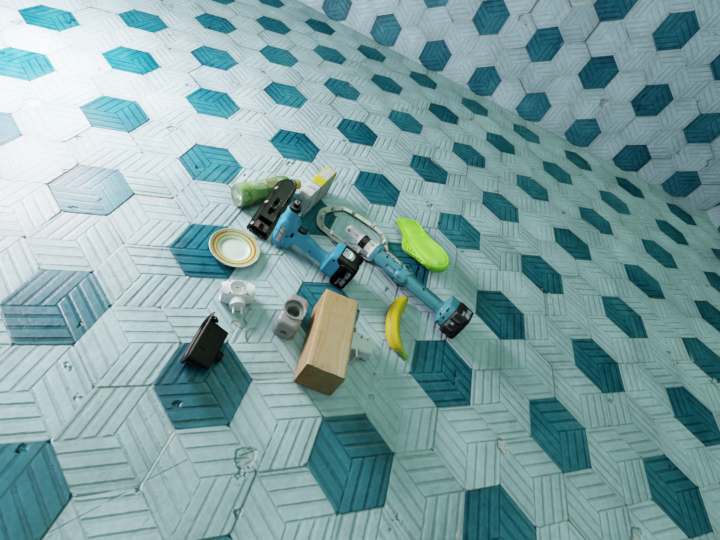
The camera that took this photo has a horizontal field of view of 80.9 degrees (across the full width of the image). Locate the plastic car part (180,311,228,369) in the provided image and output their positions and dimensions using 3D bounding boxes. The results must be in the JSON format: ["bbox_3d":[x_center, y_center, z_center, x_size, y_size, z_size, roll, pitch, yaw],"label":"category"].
[{"bbox_3d":[-0.314,0.157,0.873,0.069,0.067,0.118,32,44,-19],"label":"plastic car part"}]

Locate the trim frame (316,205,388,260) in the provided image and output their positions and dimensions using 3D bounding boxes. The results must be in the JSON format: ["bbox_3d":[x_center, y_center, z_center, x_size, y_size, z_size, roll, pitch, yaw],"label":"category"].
[{"bbox_3d":[-0.021,-0.120,1.298,0.252,0.027,0.182,35,45,5],"label":"trim frame"}]

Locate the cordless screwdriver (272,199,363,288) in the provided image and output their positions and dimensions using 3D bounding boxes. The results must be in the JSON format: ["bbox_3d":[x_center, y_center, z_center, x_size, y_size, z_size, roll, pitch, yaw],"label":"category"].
[{"bbox_3d":[-0.109,-0.071,1.112,0.250,0.159,0.074,34,43,2],"label":"cordless screwdriver"}]

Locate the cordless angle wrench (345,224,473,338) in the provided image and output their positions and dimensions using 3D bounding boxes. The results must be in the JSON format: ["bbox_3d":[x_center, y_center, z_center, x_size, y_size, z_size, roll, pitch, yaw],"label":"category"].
[{"bbox_3d":[0.119,0.011,1.190,0.435,0.074,0.095,41,27,14],"label":"cordless angle wrench"}]

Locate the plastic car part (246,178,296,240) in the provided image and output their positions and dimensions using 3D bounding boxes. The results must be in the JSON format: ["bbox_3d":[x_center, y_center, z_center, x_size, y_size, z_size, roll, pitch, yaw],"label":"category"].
[{"bbox_3d":[-0.240,-0.185,1.181,0.066,0.067,0.204,29,59,-6],"label":"plastic car part"}]
